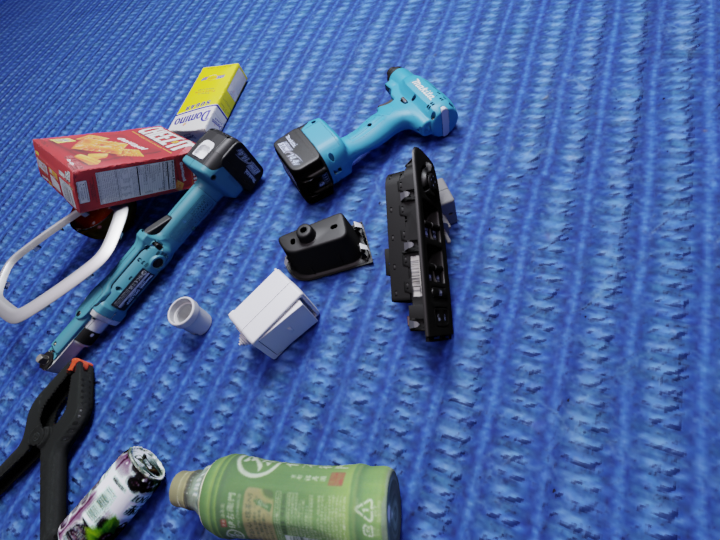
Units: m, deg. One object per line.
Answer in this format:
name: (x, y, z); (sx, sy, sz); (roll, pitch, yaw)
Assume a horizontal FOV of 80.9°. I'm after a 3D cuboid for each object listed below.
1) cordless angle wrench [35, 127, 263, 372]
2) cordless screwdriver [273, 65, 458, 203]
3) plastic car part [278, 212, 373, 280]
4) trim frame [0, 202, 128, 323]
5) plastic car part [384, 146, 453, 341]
cordless angle wrench: (-0.314, -0.025, 0.630); (0.078, 0.093, 0.422); (32, 80, 32)
cordless screwdriver: (-0.005, -0.213, 0.624); (0.249, 0.071, 0.167); (-28, 54, -1)
plastic car part: (-0.052, -0.034, 0.534); (0.118, 0.067, 0.068); (-17, 55, 8)
trim frame: (-0.452, -0.025, 0.637); (0.248, 0.026, 0.194); (-37, 53, -1)
plastic car part: (0.060, -0.029, 0.457); (0.070, 0.063, 0.205); (-7, 79, 42)
